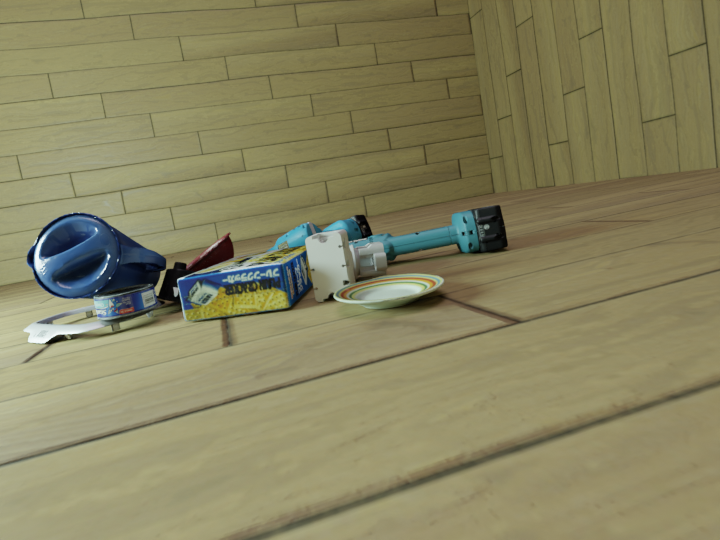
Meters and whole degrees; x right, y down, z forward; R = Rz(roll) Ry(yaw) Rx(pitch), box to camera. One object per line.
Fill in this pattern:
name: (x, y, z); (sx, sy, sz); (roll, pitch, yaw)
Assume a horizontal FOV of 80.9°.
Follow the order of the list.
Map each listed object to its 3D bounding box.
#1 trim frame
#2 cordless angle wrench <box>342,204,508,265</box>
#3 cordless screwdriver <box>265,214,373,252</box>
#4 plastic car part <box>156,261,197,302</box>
trim frame: (-0.441, 0.079, 0.701); (0.259, 0.027, 0.178); (-2, 11, 31)
cordless angle wrench: (0.038, -0.040, 0.782); (0.430, 0.074, 0.097); (-11, 5, 12)
cordless screwdriver: (-0.091, -0.060, 0.935); (0.164, 0.075, 0.239); (-25, -7, 37)
plastic car part: (-0.318, 0.021, 0.737); (0.062, 0.071, 0.122); (15, -6, -38)
